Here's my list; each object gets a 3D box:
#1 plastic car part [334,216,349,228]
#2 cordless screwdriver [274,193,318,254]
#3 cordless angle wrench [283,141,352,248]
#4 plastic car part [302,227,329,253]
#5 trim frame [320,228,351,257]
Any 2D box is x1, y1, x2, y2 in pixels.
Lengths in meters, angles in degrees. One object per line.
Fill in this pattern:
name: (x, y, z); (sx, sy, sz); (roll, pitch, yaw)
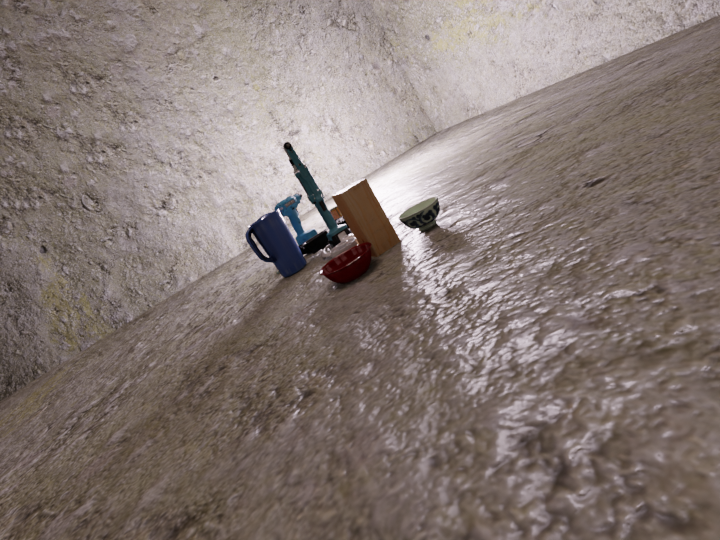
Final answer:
plastic car part: (-0.027, -0.211, 1.744); (0.206, 0.066, 0.067); (-27, 13, 14)
cordless screwdriver: (-0.248, -0.201, 1.785); (0.077, 0.244, 0.157); (-21, 15, 42)
cordless angle wrench: (-0.160, -0.266, 1.505); (0.074, 0.415, 0.100); (-32, 10, -12)
plastic car part: (-0.162, -0.106, 1.657); (0.117, 0.069, 0.067); (-29, 12, 4)
trim frame: (-0.047, -0.114, 1.549); (0.244, 0.027, 0.191); (-40, 18, -30)
